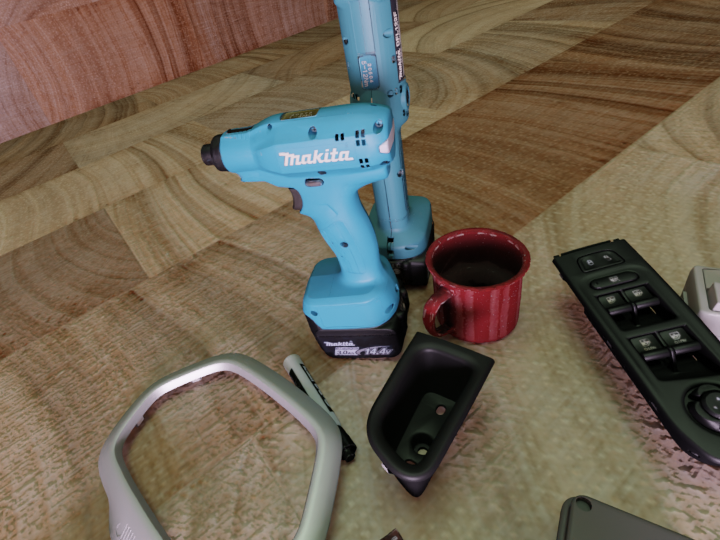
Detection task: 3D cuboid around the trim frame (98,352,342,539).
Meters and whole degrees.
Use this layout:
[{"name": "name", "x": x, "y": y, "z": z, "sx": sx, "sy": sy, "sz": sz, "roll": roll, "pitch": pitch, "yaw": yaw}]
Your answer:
[{"name": "trim frame", "x": -0.127, "y": 0.162, "z": 0.364, "sx": 0.263, "sy": 0.026, "sz": 0.181, "roll": 21, "pitch": 51, "yaw": 37}]

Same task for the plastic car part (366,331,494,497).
[{"name": "plastic car part", "x": 0.050, "y": 0.117, "z": 0.327, "sx": 0.069, "sy": 0.068, "sz": 0.115, "roll": 15, "pitch": 46, "yaw": 32}]

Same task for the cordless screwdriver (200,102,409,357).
[{"name": "cordless screwdriver", "x": -0.038, "y": -0.025, "z": 0.392, "sx": 0.163, "sy": 0.239, "sz": 0.075, "roll": 0, "pitch": 39, "yaw": 16}]

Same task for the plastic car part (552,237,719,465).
[{"name": "plastic car part", "x": 0.230, "y": 0.062, "z": 0.338, "sx": 0.067, "sy": 0.064, "sz": 0.210, "roll": -12, "pitch": 38, "yaw": 2}]

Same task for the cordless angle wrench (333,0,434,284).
[{"name": "cordless angle wrench", "x": 0.020, "y": -0.165, "z": 0.409, "sx": 0.077, "sy": 0.406, "sz": 0.099, "roll": 3, "pitch": 39, "yaw": 19}]
